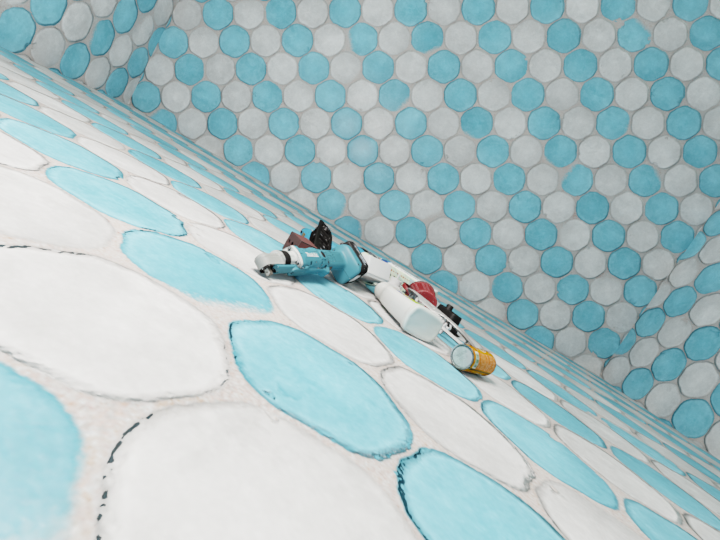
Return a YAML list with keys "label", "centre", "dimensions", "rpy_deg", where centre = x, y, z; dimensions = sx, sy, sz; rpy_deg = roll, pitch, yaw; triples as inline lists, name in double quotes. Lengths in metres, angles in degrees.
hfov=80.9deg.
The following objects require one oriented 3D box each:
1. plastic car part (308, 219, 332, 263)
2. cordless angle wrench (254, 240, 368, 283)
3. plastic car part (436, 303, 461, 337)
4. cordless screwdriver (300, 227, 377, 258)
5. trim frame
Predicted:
- label: "plastic car part"
  centre: [-0.115, -0.075, 1.178]
  dimensions: [0.064, 0.068, 0.207]
  rpy_deg: [41, 25, -19]
- label: "cordless angle wrench"
  centre: [-0.099, -0.019, 0.913]
  dimensions: [0.100, 0.075, 0.407]
  rpy_deg: [59, 19, 11]
- label: "plastic car part"
  centre: [0.259, 0.138, 1.277]
  dimensions: [0.063, 0.071, 0.122]
  rpy_deg: [28, 10, -31]
- label: "cordless screwdriver"
  centre: [-0.080, -0.070, 1.372]
  dimensions: [0.239, 0.074, 0.166]
  rpy_deg: [23, 9, -22]
- label: "trim frame"
  centre: [0.199, 0.130, 1.047]
  dimensions: [0.262, 0.027, 0.174]
  rpy_deg: [45, -7, 50]
